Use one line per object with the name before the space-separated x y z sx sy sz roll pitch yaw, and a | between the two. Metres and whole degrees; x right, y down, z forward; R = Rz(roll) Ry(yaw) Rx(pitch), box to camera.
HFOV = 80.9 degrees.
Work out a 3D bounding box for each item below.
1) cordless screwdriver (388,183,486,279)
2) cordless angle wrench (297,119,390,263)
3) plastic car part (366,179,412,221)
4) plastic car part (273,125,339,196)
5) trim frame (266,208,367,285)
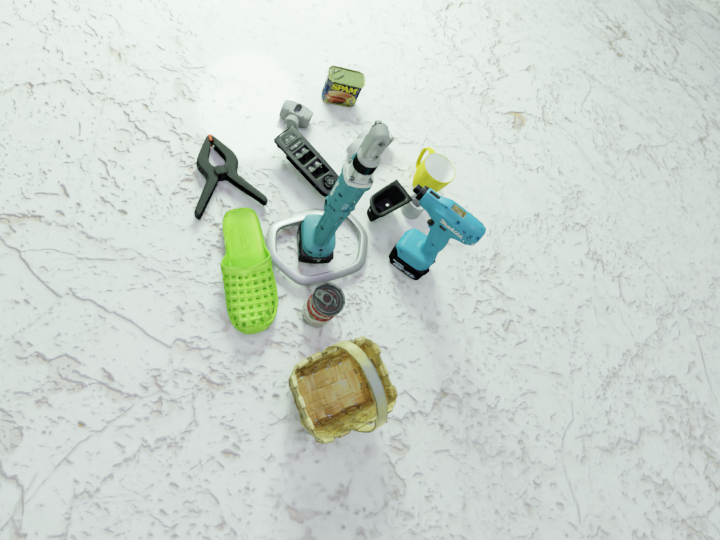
cordless screwdriver | 0.135 -0.080 0.911 0.160 0.250 0.074 40 62 -1
cordless angle wrench | -0.039 -0.124 0.782 0.072 0.425 0.100 3 69 -20
plastic car part | 0.055 -0.158 1.023 0.114 0.071 0.067 -34 82 -26
plastic car part | -0.123 -0.247 1.014 0.205 0.067 0.065 45 62 6
trim frame | -0.094 -0.062 0.962 0.242 0.027 0.189 -16 72 -22
